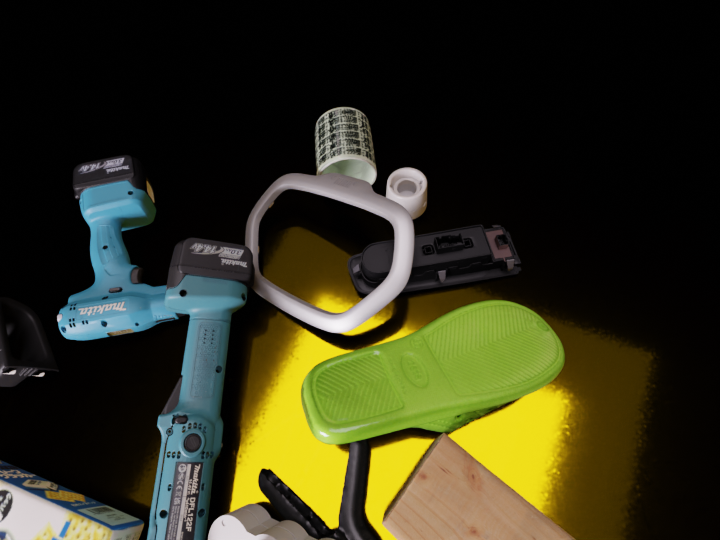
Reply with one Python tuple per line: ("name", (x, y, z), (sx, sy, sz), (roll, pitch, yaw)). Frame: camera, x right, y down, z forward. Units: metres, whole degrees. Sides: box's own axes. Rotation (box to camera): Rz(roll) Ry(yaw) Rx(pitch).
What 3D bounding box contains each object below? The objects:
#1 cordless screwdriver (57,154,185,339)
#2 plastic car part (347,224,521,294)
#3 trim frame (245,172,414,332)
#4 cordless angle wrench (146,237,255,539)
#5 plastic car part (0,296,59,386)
("cordless screwdriver", (-0.310, -0.038, 0.574), (0.158, 0.073, 0.257), (-10, 65, -7))
("plastic car part", (0.085, -0.015, 0.504), (0.205, 0.065, 0.068), (-11, 70, 6))
("trim frame", (-0.050, -0.033, 0.514), (0.262, 0.026, 0.184), (22, 88, 34))
("cordless angle wrench", (-0.176, 0.175, 0.436), (0.095, 0.075, 0.432), (8, 65, -19))
("plastic car part", (-0.448, 0.100, 0.536), (0.071, 0.063, 0.122), (-46, 62, 0))
